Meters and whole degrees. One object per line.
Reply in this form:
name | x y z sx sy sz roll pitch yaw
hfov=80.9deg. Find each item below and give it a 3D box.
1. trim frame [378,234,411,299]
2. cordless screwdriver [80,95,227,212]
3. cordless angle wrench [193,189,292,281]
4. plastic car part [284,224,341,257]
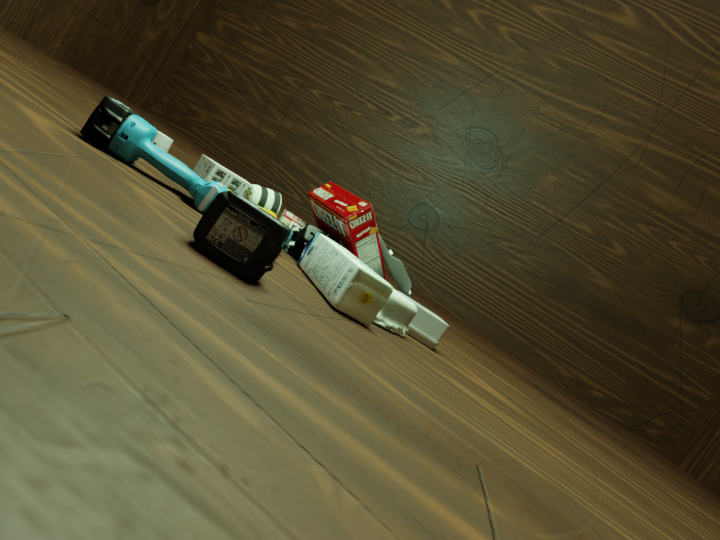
trim frame | 0.052 0.003 0.956 0.245 0.027 0.190 66 -19 -9
cordless screwdriver | -0.337 -0.189 0.735 0.243 0.074 0.163 36 3 -13
cordless angle wrench | -0.148 -0.057 0.671 0.097 0.074 0.425 33 2 -6
plastic car part | -0.084 -0.055 0.857 0.113 0.067 0.072 23 -31 -17
